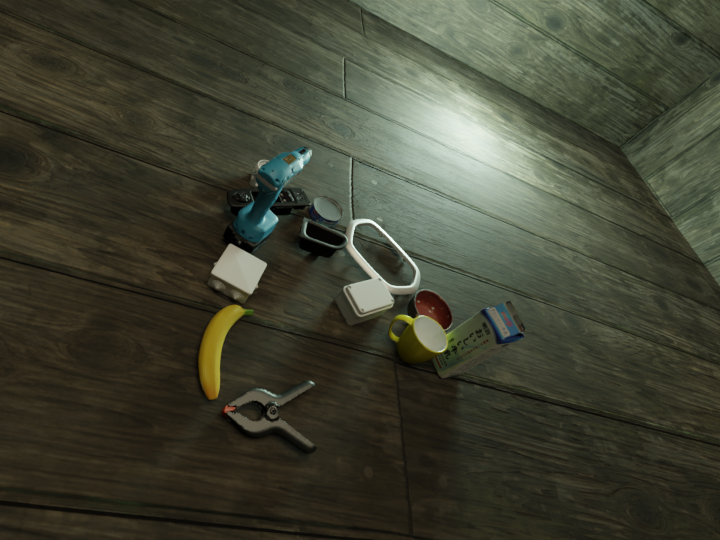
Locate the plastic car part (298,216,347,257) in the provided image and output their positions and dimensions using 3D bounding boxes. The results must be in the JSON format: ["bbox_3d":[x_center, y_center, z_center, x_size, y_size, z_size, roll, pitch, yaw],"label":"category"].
[{"bbox_3d":[-0.097,-0.064,0.995,0.113,0.071,0.067,24,46,-15],"label":"plastic car part"}]

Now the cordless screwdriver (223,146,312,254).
[{"bbox_3d":[-0.188,-0.148,0.880,0.074,0.250,0.158,40,43,-2],"label":"cordless screwdriver"}]

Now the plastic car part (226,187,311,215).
[{"bbox_3d":[-0.224,-0.160,1.001,0.194,0.067,0.069,-4,58,-35],"label":"plastic car part"}]

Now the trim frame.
[{"bbox_3d":[0.056,-0.037,1.100,0.253,0.027,0.180,45,44,9],"label":"trim frame"}]
